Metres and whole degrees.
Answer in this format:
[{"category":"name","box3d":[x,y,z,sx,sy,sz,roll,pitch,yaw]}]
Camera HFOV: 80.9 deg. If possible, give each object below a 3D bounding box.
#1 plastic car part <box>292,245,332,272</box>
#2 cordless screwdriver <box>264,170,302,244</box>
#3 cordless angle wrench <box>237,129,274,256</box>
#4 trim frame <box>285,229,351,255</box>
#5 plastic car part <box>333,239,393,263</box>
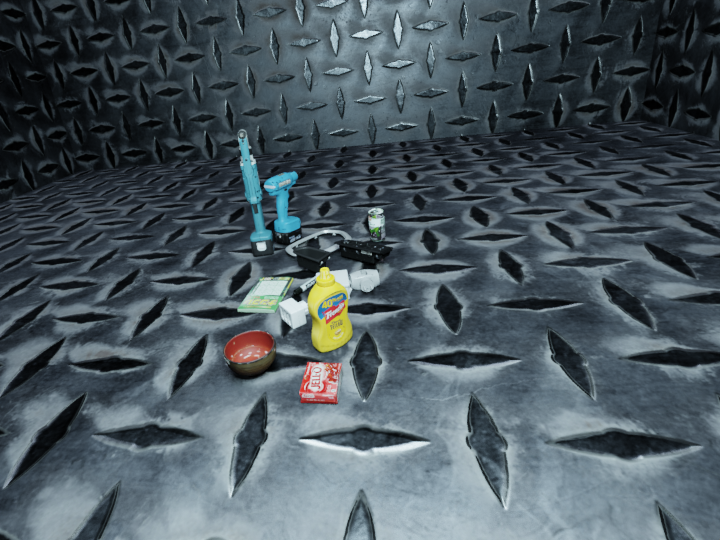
[{"category":"plastic car part","box3d":[-0.148,-0.028,1.292,0.123,0.069,0.064,14,32,35]},{"category":"cordless screwdriver","box3d":[-0.259,-0.227,1.516,0.078,0.242,0.156,11,30,32]},{"category":"cordless angle wrench","box3d":[-0.355,-0.253,1.403,0.074,0.411,0.101,-7,25,-4]},{"category":"trim frame","box3d":[-0.143,-0.094,1.464,0.194,0.027,0.242,17,36,38]},{"category":"plastic car part","box3d":[0.005,-0.060,1.320,0.214,0.065,0.064,19,35,40]}]
